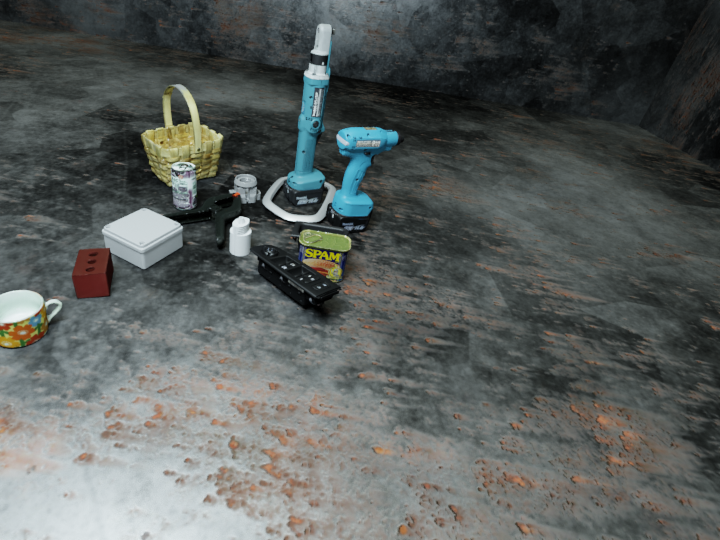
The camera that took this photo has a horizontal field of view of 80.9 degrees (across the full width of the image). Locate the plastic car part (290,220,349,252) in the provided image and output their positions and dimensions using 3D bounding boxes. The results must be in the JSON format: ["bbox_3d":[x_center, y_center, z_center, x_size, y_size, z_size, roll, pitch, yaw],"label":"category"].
[{"bbox_3d":[-0.088,-0.057,0.898,0.117,0.069,0.067,11,34,0],"label":"plastic car part"}]

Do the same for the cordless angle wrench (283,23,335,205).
[{"bbox_3d":[-0.117,-0.358,1.016,0.094,0.414,0.078,-9,40,-30],"label":"cordless angle wrench"}]

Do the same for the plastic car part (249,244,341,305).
[{"bbox_3d":[-0.131,0.011,0.795,0.214,0.065,0.064,35,41,31],"label":"plastic car part"}]

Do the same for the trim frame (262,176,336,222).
[{"bbox_3d":[-0.152,-0.190,1.109,0.186,0.027,0.252,12,35,4],"label":"trim frame"}]

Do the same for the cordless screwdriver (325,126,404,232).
[{"bbox_3d":[0.008,-0.212,0.987,0.154,0.244,0.078,-8,39,-27],"label":"cordless screwdriver"}]
